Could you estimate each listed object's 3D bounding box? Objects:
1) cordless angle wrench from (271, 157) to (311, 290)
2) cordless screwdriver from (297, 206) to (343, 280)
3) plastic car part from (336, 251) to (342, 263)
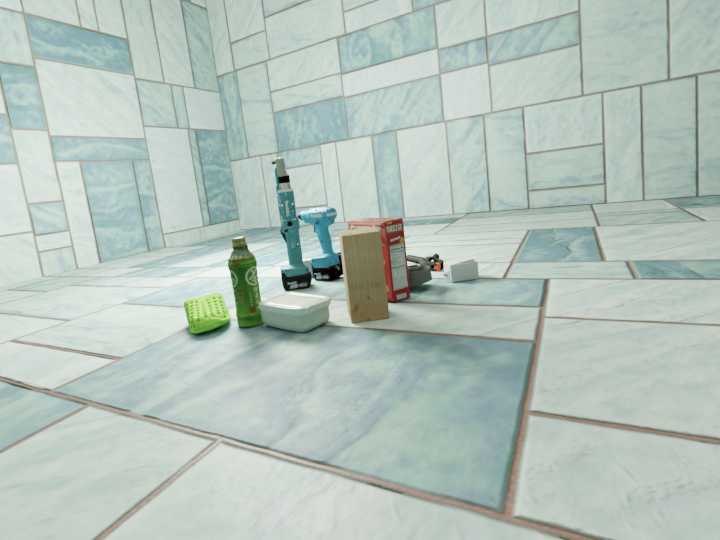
[{"bbox_3d":[-0.230,-0.150,1.362,0.097,0.418,0.076,-8,8,-6],"label":"cordless angle wrench"},{"bbox_3d":[-0.142,-0.093,1.455,0.167,0.246,0.071,1,11,40],"label":"cordless screwdriver"},{"bbox_3d":[-0.028,-0.033,1.526,0.121,0.070,0.064,-1,11,28],"label":"plastic car part"}]
